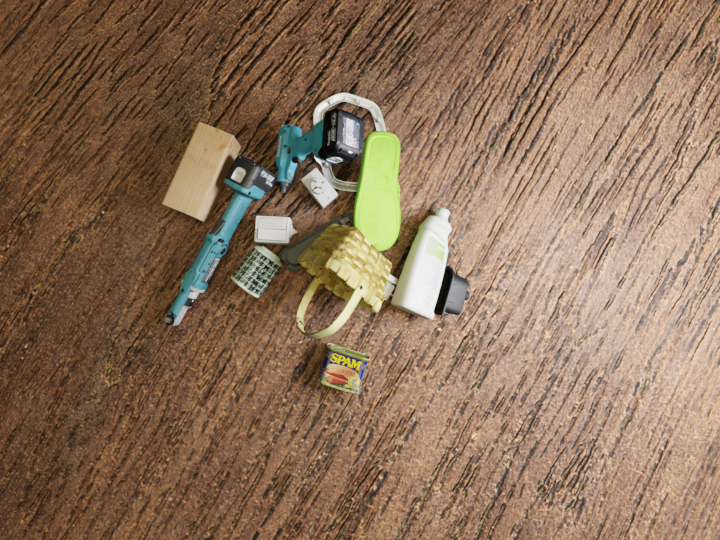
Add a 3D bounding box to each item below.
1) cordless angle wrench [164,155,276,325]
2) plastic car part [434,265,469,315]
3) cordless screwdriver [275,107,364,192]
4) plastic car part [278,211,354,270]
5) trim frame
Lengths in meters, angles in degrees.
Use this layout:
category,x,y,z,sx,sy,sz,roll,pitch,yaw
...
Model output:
category,x,y,z,sx,sy,sz,roll,pitch,yaw
cordless angle wrench,-0.338,-0.058,0.981,0.077,0.094,0.423,29,91,19
plastic car part,0.214,0.056,0.974,0.069,0.067,0.117,24,83,-15
cordless screwdriver,-0.106,-0.257,0.931,0.070,0.261,0.159,9,87,-42
plastic car part,-0.097,-0.063,0.988,0.203,0.067,0.066,-30,95,1
trim frame,-0.026,-0.312,1.023,0.184,0.027,0.249,-10,87,1
